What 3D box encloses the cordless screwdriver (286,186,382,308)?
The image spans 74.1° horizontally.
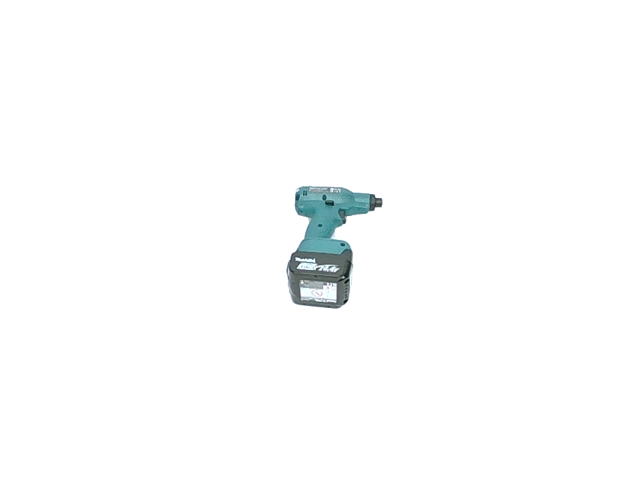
[{"bbox_3d":[0.028,-0.005,0.709,0.159,0.074,0.248,2,42,3],"label":"cordless screwdriver"}]
